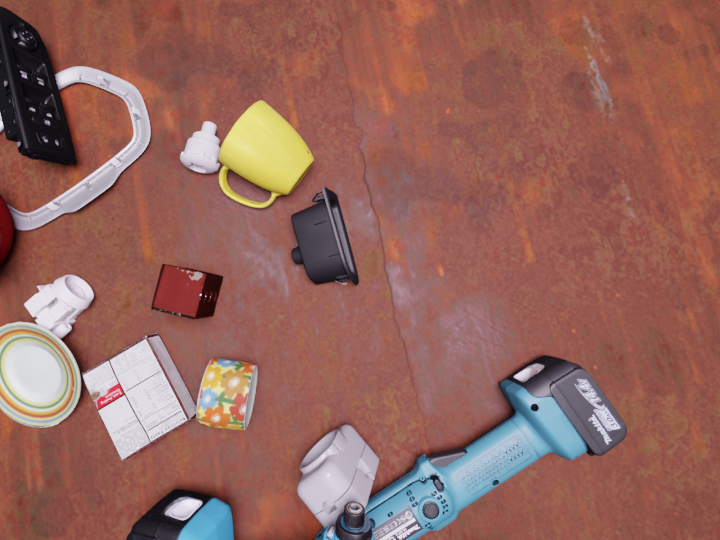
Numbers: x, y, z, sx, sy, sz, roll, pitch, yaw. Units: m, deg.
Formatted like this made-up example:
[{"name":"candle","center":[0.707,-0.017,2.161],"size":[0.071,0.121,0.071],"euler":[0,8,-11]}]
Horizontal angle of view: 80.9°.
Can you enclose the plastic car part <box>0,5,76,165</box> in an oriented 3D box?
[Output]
[{"name":"plastic car part","center":[-0.415,-0.222,0.524],"size":[0.069,0.064,0.205],"euler":[-18,83,23]}]

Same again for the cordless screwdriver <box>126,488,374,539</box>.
[{"name":"cordless screwdriver","center":[-0.104,0.276,0.408],"size":[0.257,0.072,0.158],"euler":[5,95,20]}]

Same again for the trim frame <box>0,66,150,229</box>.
[{"name":"trim frame","center":[-0.392,-0.163,0.551],"size":[0.247,0.027,0.186],"euler":[-37,84,-5]}]

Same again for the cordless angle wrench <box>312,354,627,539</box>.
[{"name":"cordless angle wrench","center":[0.071,0.245,0.459],"size":[0.422,0.073,0.099],"euler":[-33,84,-1]}]

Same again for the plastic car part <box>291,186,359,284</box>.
[{"name":"plastic car part","center":[-0.050,-0.033,0.510],"size":[0.072,0.064,0.117],"euler":[-13,86,13]}]
